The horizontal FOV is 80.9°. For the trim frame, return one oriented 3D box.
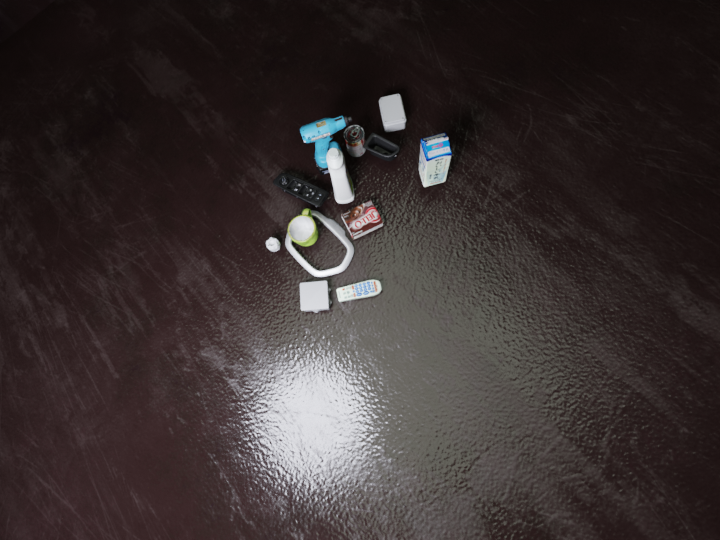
[{"bbox_3d":[-0.136,-0.089,1.396,0.184,0.027,0.257,-45,71,-5],"label":"trim frame"}]

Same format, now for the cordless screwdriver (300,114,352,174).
[{"bbox_3d":[-0.094,-0.411,1.370,0.160,0.242,0.076,-17,75,2],"label":"cordless screwdriver"}]

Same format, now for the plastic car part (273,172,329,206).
[{"bbox_3d":[-0.203,-0.273,1.442,0.209,0.065,0.066,28,80,16],"label":"plastic car part"}]

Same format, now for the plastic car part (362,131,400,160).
[{"bbox_3d":[0.075,-0.404,1.429,0.120,0.069,0.066,32,81,16],"label":"plastic car part"}]
